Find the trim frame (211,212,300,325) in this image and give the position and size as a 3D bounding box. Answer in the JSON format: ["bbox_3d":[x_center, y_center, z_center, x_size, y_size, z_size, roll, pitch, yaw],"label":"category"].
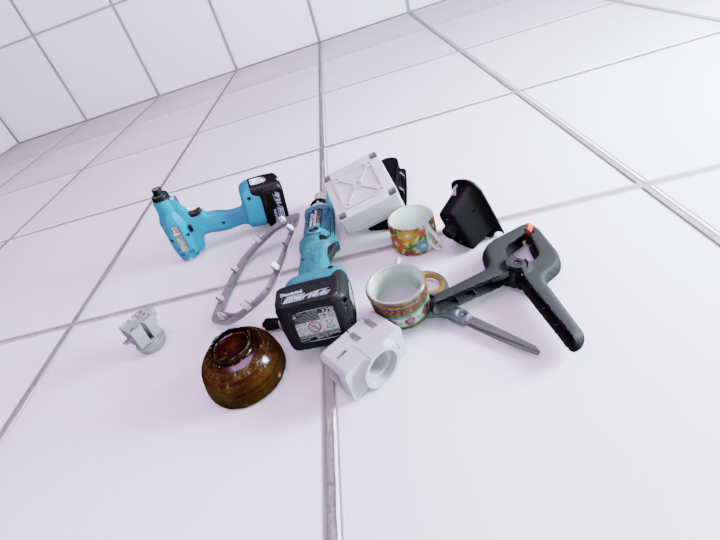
[{"bbox_3d":[-0.170,-0.010,0.696,0.188,0.026,0.253,-28,30,30],"label":"trim frame"}]

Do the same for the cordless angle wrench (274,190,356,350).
[{"bbox_3d":[-0.068,-0.045,0.700,0.099,0.071,0.435,-15,31,5],"label":"cordless angle wrench"}]

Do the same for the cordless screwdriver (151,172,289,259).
[{"bbox_3d":[-0.276,-0.129,0.841,0.248,0.152,0.078,-21,36,-4],"label":"cordless screwdriver"}]

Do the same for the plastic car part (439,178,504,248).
[{"bbox_3d":[0.151,-0.075,0.622,0.070,0.110,0.071,30,82,46],"label":"plastic car part"}]

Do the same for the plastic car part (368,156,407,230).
[{"bbox_3d":[0.050,-0.156,0.803,0.068,0.064,0.206,-13,34,20],"label":"plastic car part"}]
